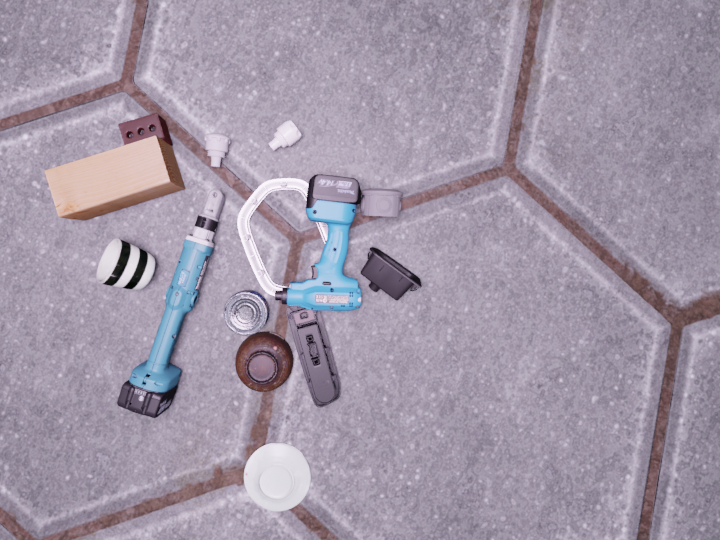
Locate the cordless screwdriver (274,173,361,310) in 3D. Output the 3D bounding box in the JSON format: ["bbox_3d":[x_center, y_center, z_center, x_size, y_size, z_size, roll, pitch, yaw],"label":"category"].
[{"bbox_3d":[-0.076,-0.050,0.780,0.159,0.075,0.248,2,93,-2],"label":"cordless screwdriver"}]

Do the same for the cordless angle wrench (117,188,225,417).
[{"bbox_3d":[-0.333,0.048,0.788,0.074,0.098,0.424,17,85,-1],"label":"cordless angle wrench"}]

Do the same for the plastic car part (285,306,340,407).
[{"bbox_3d":[-0.083,0.164,0.804,0.065,0.068,0.202,-16,92,-11],"label":"plastic car part"}]

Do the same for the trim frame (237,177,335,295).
[{"bbox_3d":[-0.134,-0.060,0.824,0.183,0.027,0.249,-22,88,-2],"label":"trim frame"}]

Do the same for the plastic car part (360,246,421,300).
[{"bbox_3d":[0.050,0.013,0.812,0.117,0.066,0.071,33,103,2],"label":"plastic car part"}]
